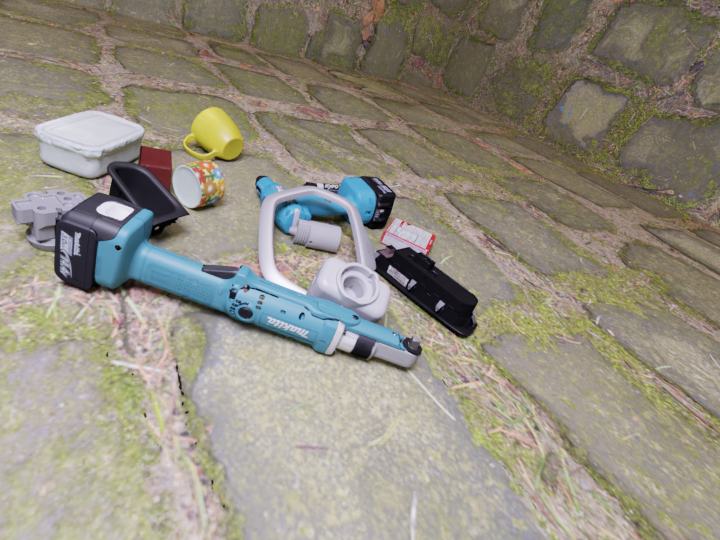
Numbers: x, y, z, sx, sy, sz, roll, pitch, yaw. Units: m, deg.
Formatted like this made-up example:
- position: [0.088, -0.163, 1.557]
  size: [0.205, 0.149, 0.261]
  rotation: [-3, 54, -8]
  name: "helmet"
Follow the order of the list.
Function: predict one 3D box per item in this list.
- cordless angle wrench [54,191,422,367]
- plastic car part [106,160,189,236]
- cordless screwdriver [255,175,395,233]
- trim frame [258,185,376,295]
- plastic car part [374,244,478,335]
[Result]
- position: [-0.128, 0.031, 0.493]
  size: [0.419, 0.097, 0.075]
  rotation: [21, 30, -4]
  name: "cordless angle wrench"
- position: [-0.311, -0.092, 0.596]
  size: [0.119, 0.071, 0.064]
  rotation: [45, 35, 10]
  name: "plastic car part"
- position: [-0.069, -0.138, 0.799]
  size: [0.239, 0.073, 0.168]
  rotation: [-9, 40, -32]
  name: "cordless screwdriver"
- position: [-0.062, -0.041, 0.634]
  size: [0.179, 0.027, 0.258]
  rotation: [5, 48, -17]
  name: "trim frame"
- position: [0.103, 0.017, 0.656]
  size: [0.063, 0.067, 0.214]
  rotation: [-4, 39, -47]
  name: "plastic car part"
